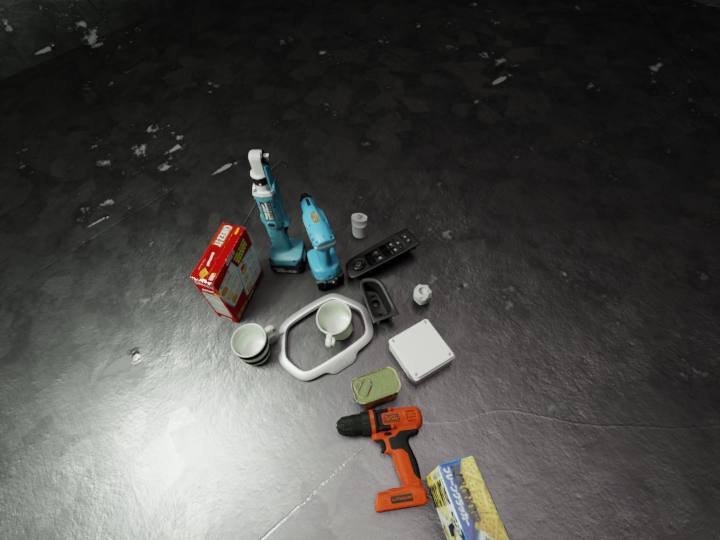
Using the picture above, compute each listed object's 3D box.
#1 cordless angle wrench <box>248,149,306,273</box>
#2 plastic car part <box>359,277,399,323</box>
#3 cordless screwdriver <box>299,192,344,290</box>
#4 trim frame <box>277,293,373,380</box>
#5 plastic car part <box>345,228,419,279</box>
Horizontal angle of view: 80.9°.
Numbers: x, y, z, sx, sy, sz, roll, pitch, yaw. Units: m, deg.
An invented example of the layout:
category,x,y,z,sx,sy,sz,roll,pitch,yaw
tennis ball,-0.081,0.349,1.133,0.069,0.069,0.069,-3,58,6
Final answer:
category,x,y,z,sx,sy,sz,roll,pitch,yaw
cordless angle wrench,-0.203,-0.127,1.003,0.099,0.408,0.076,4,59,5
plastic car part,0.040,0.079,1.043,0.065,0.068,0.122,-19,58,-7
cordless screwdriver,-0.103,-0.067,1.052,0.074,0.240,0.166,-19,59,-9
trim frame,-0.088,0.159,1.033,0.246,0.026,0.193,-31,60,-13
plastic car part,0.053,-0.034,1.116,0.201,0.064,0.069,-27,60,-10
